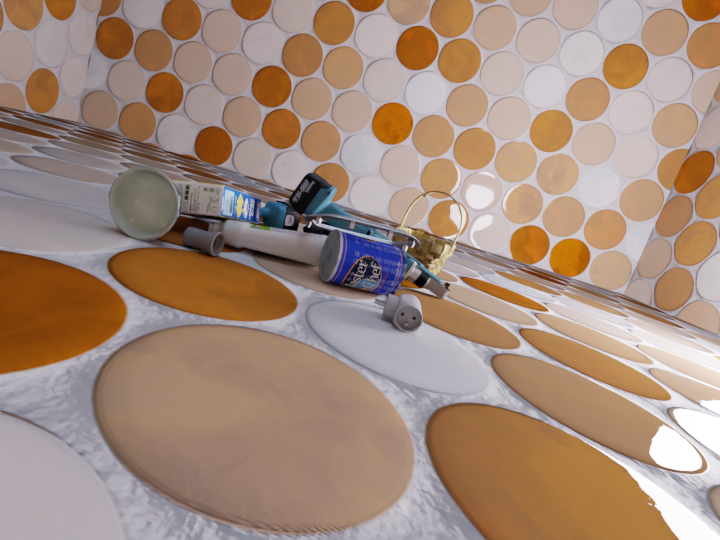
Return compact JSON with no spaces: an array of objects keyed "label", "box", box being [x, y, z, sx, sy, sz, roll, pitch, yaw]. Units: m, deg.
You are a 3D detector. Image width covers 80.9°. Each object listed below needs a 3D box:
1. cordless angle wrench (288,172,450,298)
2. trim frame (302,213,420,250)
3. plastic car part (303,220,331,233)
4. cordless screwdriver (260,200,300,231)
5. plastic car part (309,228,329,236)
[{"label":"cordless angle wrench","box":[0.027,-0.068,0.979,0.424,0.098,0.074,37,8,1]},{"label":"trim frame","box":[0.002,-0.075,0.858,0.244,0.027,0.187,12,-4,-11]},{"label":"plastic car part","box":[-0.115,-0.101,1.196,0.121,0.065,0.069,18,25,21]},{"label":"cordless screwdriver","box":[-0.275,-0.152,1.152,0.237,0.074,0.168,3,18,-37]},{"label":"plastic car part","box":[-0.103,-0.067,1.052,0.067,0.065,0.206,-9,15,-2]}]
